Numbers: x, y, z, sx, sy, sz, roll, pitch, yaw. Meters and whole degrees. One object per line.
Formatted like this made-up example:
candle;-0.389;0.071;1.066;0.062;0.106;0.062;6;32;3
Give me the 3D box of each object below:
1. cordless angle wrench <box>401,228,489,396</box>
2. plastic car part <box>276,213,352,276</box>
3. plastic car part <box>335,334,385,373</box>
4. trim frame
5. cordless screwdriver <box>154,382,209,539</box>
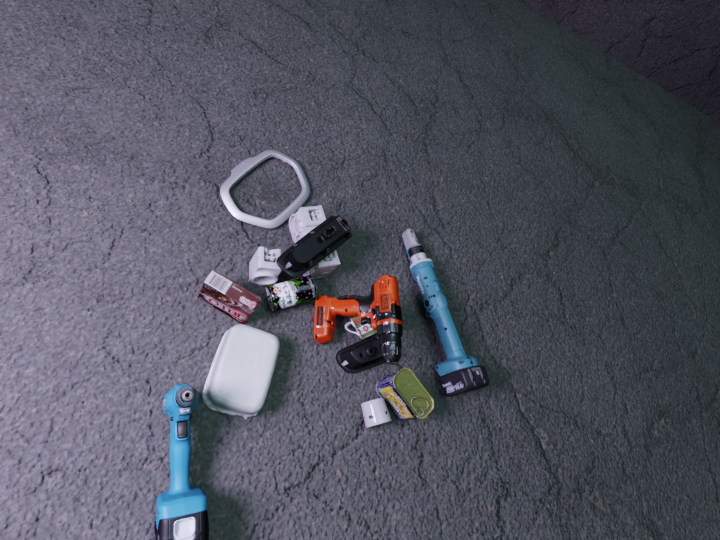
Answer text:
cordless angle wrench;0.183;0.082;1.039;0.071;0.099;0.437;-1;62;-31
plastic car part;-0.087;-0.057;0.893;0.200;0.068;0.066;-41;95;-32
plastic car part;0.013;0.180;0.919;0.112;0.072;0.068;-14;72;-34
trim frame;-0.229;-0.204;1.036;0.183;0.028;0.247;40;57;-2
cordless screwdriver;-0.280;0.307;0.664;0.071;0.161;0.255;2;67;-28
